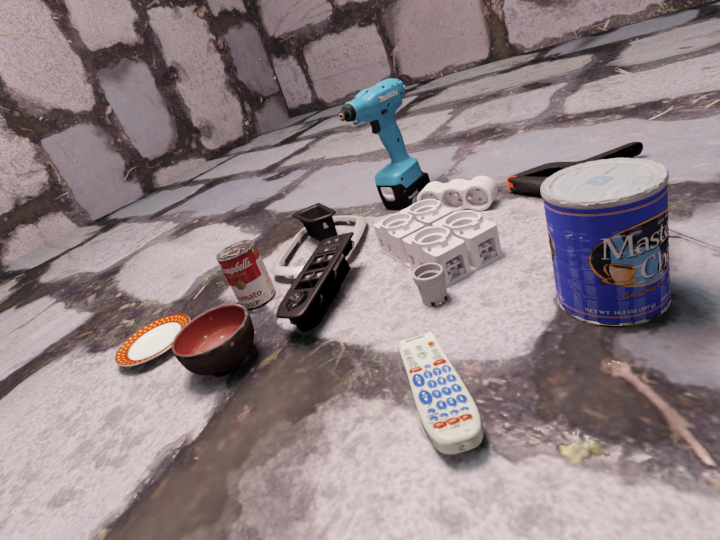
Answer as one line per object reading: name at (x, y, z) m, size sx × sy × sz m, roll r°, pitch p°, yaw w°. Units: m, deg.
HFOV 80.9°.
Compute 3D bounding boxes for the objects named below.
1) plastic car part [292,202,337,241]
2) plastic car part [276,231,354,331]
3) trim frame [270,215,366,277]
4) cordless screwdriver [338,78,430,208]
plastic car part at (-0.082, -0.088, 0.848) m, size 0.065 × 0.068 × 0.122 m, roll -27°, pitch 27°, yaw -15°
plastic car part at (-0.062, 0.019, 0.642) m, size 0.069 × 0.065 × 0.202 m, roll -6°, pitch 30°, yaw 27°
trim frame at (-0.081, -0.053, 0.830) m, size 0.189 × 0.026 × 0.250 m, roll -11°, pitch 29°, yaw 19°
cordless screwdriver at (0.048, -0.238, 0.842) m, size 0.156 × 0.240 × 0.078 m, roll -35°, pitch 28°, yaw -30°
